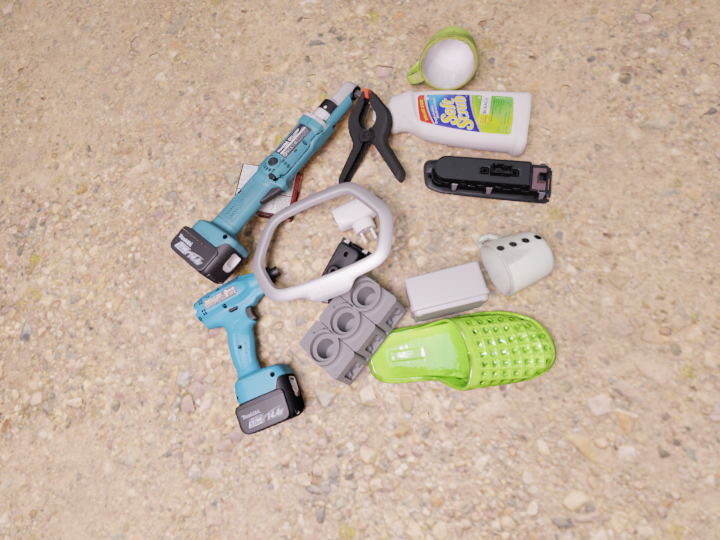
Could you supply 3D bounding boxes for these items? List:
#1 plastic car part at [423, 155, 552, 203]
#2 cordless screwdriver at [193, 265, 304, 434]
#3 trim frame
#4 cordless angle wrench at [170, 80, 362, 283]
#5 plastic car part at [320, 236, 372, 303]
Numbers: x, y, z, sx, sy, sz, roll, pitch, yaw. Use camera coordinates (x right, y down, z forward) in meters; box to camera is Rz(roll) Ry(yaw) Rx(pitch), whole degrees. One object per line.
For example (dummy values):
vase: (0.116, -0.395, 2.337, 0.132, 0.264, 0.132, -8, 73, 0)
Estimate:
plastic car part: (0.204, -0.153, 0.688, 0.209, 0.065, 0.066, 7, 87, 15)
cordless screwdriver: (-0.164, 0.122, 0.694, 0.160, 0.072, 0.257, -30, 70, 3)
trim frame: (-0.066, -0.043, 0.674, 0.253, 0.026, 0.191, -21, 61, 14)
cordless angle wrench: (-0.140, -0.169, 0.718, 0.102, 0.072, 0.422, 35, 79, 20)
plastic car part: (-0.035, 0.001, 0.695, 0.068, 0.069, 0.116, 30, 82, 15)
